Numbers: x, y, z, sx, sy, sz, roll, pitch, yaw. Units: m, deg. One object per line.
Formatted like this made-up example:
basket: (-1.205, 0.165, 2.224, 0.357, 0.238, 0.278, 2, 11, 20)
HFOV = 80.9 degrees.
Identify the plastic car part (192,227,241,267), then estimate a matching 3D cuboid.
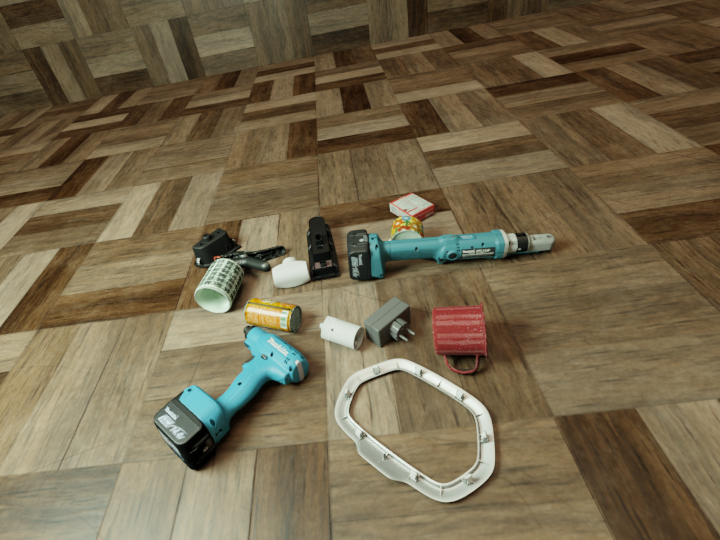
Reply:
plastic car part: (-0.370, -0.064, 1.060, 0.070, 0.068, 0.114, 22, 47, 36)

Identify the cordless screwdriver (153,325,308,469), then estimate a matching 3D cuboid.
cordless screwdriver: (-0.227, 0.194, 0.720, 0.168, 0.071, 0.244, 25, 48, 37)

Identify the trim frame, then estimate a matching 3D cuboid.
trim frame: (0.077, 0.225, 0.638, 0.262, 0.026, 0.181, 26, 54, 35)

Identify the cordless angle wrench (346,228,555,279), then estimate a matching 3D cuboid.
cordless angle wrench: (0.185, -0.046, 0.884, 0.426, 0.094, 0.077, -4, 43, 5)

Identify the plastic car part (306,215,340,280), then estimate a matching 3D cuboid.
plastic car part: (-0.098, -0.064, 1.000, 0.067, 0.064, 0.211, -17, 37, 3)
